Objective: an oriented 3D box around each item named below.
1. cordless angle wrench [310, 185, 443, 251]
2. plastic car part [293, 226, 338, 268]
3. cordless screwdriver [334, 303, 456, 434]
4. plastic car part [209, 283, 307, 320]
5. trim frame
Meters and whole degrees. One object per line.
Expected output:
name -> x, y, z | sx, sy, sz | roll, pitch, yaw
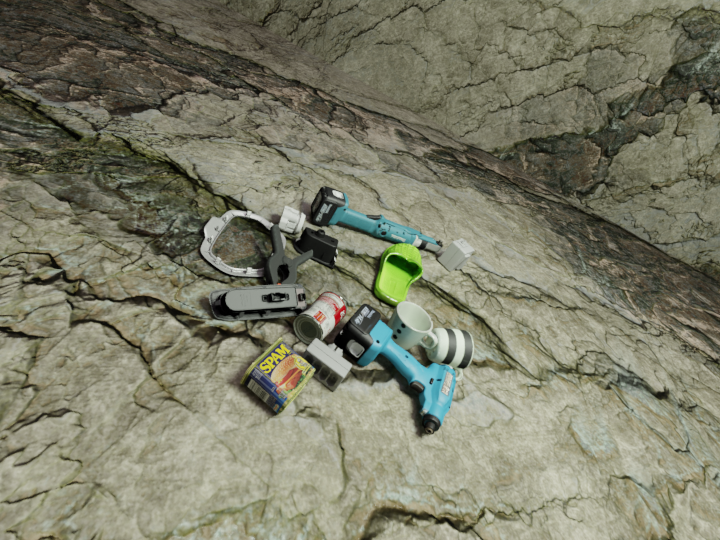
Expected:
cordless angle wrench -> 0.061, -0.125, 1.225 | 0.408, 0.098, 0.077 | 18, 35, -21
plastic car part -> -0.102, -0.067, 1.042 | 0.115, 0.071, 0.067 | 26, 32, -7
cordless screwdriver -> 0.065, 0.186, 0.814 | 0.252, 0.074, 0.157 | 35, 34, 6
plastic car part -> -0.187, 0.059, 0.815 | 0.195, 0.069, 0.067 | -2, 81, -30
trim frame -> -0.267, -0.069, 0.975 | 0.182, 0.027, 0.253 | 21, 36, -6
